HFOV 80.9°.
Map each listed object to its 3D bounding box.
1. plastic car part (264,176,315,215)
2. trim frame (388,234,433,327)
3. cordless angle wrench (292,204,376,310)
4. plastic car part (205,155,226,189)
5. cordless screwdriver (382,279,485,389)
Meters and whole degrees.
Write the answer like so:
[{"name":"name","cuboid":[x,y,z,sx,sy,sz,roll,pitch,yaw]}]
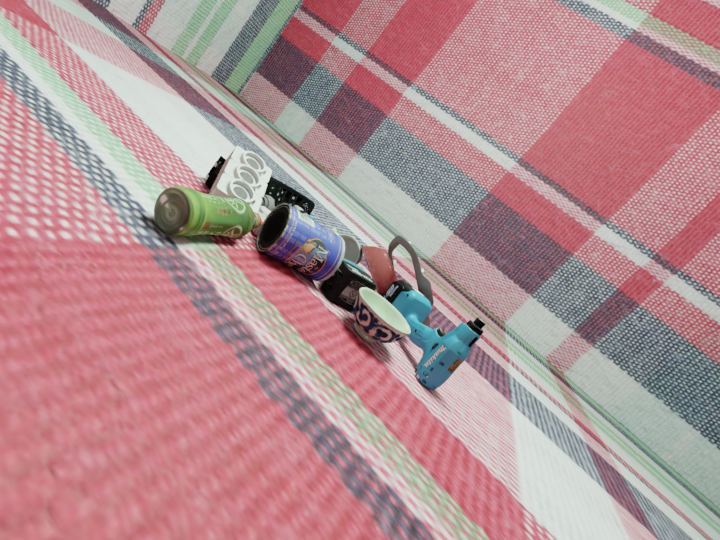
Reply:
[{"name":"plastic car part","cuboid":[-0.209,-0.198,1.181,0.071,0.066,0.192,17,-4,41]},{"name":"trim frame","cuboid":[0.120,0.032,1.035,0.191,0.027,0.244,-153,-130,-68]},{"name":"cordless angle wrench","cuboid":[-0.098,-0.064,0.998,0.093,0.074,0.445,30,13,-36]},{"name":"plastic car part","cuboid":[-0.283,-0.177,0.904,0.115,0.066,0.071,41,28,-7]},{"name":"cordless screwdriver","cuboid":[0.137,0.103,0.866,0.071,0.159,0.261,32,13,-31]}]
